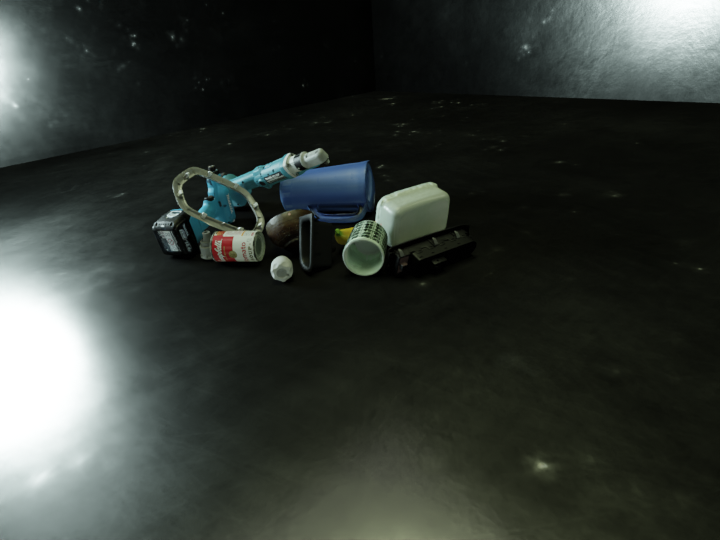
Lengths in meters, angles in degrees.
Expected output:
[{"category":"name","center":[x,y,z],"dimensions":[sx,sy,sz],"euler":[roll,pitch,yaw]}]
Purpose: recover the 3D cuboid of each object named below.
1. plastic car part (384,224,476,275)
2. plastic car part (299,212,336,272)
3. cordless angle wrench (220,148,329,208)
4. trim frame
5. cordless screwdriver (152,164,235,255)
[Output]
[{"category":"plastic car part","center":[0.146,-0.038,0.815],"dimensions":[0.198,0.064,0.071],"euler":[-22,41,-26]},{"category":"plastic car part","center":[-0.085,-0.055,0.867],"dimensions":[0.068,0.117,0.068],"euler":[-2,-2,-28]},{"category":"cordless angle wrench","center":[-0.243,-0.243,1.091],"dimensions":[0.442,0.093,0.075],"euler":[-6,54,43]},{"category":"trim frame","center":[-0.333,-0.162,1.018],"dimensions":[0.028,0.235,0.191],"euler":[-37,47,31]},{"category":"cordless screwdriver","center":[-0.402,-0.150,1.042],"dimensions":[0.077,0.154,0.249],"euler":[1,30,19]}]
